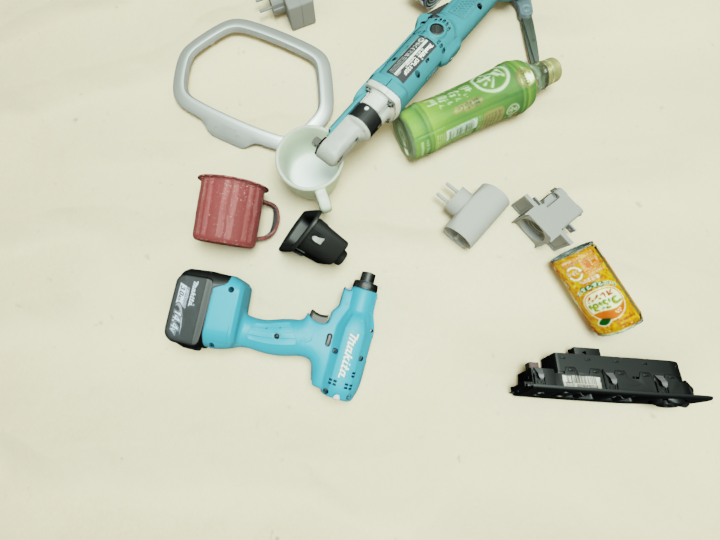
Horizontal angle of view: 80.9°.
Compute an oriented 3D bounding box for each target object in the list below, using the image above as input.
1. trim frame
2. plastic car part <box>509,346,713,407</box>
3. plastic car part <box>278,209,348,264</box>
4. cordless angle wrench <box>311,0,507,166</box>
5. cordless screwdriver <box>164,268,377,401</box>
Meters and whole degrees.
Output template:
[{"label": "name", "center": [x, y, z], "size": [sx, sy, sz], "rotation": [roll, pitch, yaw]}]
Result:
[{"label": "trim frame", "center": [-0.155, -0.269, 0.615], "size": [0.251, 0.027, 0.184], "rotation": [25, 82, 6]}, {"label": "plastic car part", "center": [0.289, 0.129, 0.501], "size": [0.205, 0.064, 0.068], "rotation": [6, 57, 6]}, {"label": "plastic car part", "center": [-0.052, -0.034, 0.531], "size": [0.069, 0.120, 0.066], "rotation": [34, 84, -19]}, {"label": "cordless angle wrench", "center": [0.089, -0.287, 0.534], "size": [0.100, 0.073, 0.422], "rotation": [38, 79, 9]}, {"label": "cordless screwdriver", "center": [-0.105, 0.051, 0.535], "size": [0.250, 0.074, 0.160], "rotation": [16, 82, 2]}]
